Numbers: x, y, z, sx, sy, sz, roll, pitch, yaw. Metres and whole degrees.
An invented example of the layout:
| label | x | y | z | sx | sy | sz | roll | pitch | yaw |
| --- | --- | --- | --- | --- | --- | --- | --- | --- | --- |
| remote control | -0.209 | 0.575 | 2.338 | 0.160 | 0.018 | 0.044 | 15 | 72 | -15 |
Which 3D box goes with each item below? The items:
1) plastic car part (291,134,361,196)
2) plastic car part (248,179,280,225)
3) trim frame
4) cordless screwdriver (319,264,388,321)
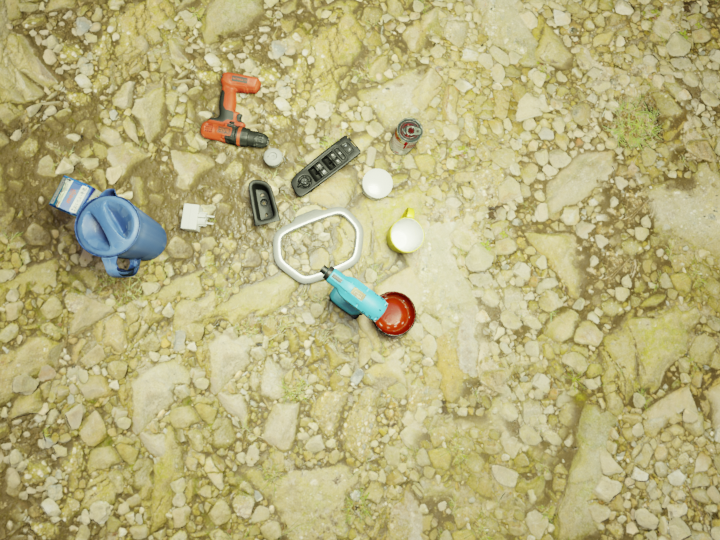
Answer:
| label | x | y | z | sx | sy | sz | roll | pitch | yaw |
| --- | --- | --- | --- | --- | --- | --- | --- | --- | --- |
| plastic car part | -0.098 | -0.269 | 1.120 | 0.202 | 0.067 | 0.067 | -39 | 89 | -7 |
| plastic car part | -0.251 | -0.174 | 1.099 | 0.065 | 0.071 | 0.117 | -13 | 85 | -7 |
| trim frame | -0.109 | -0.071 | 1.114 | 0.247 | 0.027 | 0.186 | -23 | 84 | -5 |
| cordless screwdriver | -0.033 | 0.049 | 0.990 | 0.159 | 0.249 | 0.074 | 37 | 82 | -2 |
